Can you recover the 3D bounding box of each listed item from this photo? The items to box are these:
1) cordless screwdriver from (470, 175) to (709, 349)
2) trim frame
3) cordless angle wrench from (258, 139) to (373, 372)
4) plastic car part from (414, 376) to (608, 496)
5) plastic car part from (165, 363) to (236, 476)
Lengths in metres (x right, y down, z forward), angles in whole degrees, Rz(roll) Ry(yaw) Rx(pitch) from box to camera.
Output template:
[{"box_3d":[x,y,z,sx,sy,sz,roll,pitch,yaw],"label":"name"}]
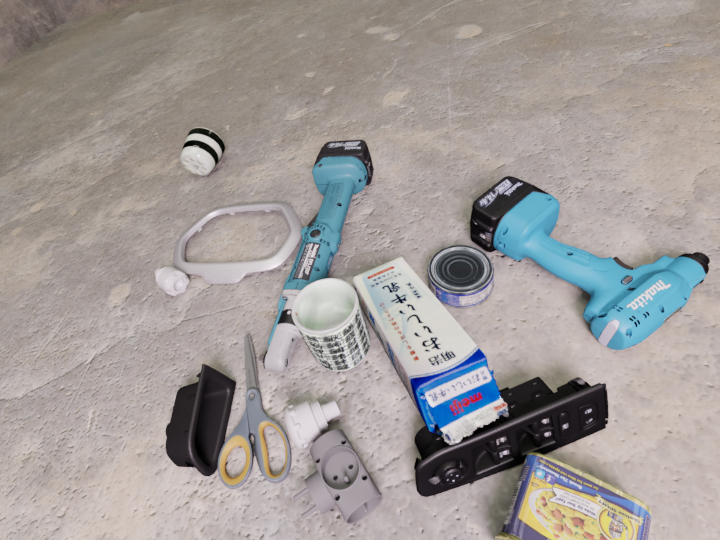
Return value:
[{"box_3d":[0.275,-0.033,0.538,0.158,0.071,0.263,-34,52,-12],"label":"cordless screwdriver"},{"box_3d":[-0.220,-0.055,0.751,0.254,0.026,0.188,-2,49,14],"label":"trim frame"},{"box_3d":[-0.065,-0.042,0.662,0.101,0.071,0.429,1,53,19],"label":"cordless angle wrench"},{"box_3d":[0.139,0.158,0.425,0.202,0.063,0.070,-25,38,-4],"label":"plastic car part"},{"box_3d":[-0.207,0.187,0.522,0.073,0.062,0.119,-16,49,24],"label":"plastic car part"}]
